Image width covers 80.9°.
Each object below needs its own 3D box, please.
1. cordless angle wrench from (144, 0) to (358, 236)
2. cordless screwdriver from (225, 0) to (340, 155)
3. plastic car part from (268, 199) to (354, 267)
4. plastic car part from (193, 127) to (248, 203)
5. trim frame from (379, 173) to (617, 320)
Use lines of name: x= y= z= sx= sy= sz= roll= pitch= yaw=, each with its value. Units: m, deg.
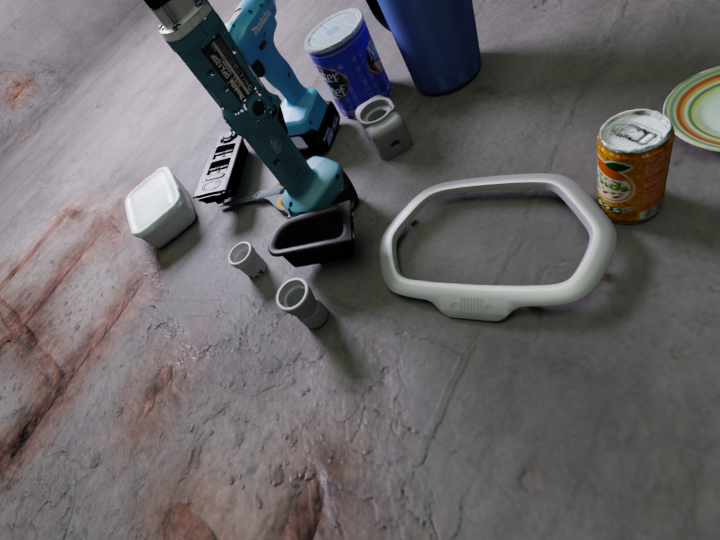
cordless angle wrench: x=-0.129 y=-0.191 z=0.487 sx=0.079 sy=0.400 sz=0.098 roll=29 pitch=75 yaw=40
cordless screwdriver: x=-0.130 y=-0.276 z=0.660 sx=0.078 sy=0.235 sz=0.161 roll=3 pitch=60 yaw=31
plastic car part: x=-0.055 y=-0.036 z=0.560 sx=0.120 sy=0.067 sz=0.068 roll=-14 pitch=52 yaw=21
plastic car part: x=-0.244 y=-0.194 z=0.785 sx=0.068 sy=0.063 sz=0.209 roll=-16 pitch=52 yaw=19
trim frame: x=0.136 y=-0.033 z=0.475 sx=0.260 sy=0.026 sz=0.186 roll=1 pitch=59 yaw=31
